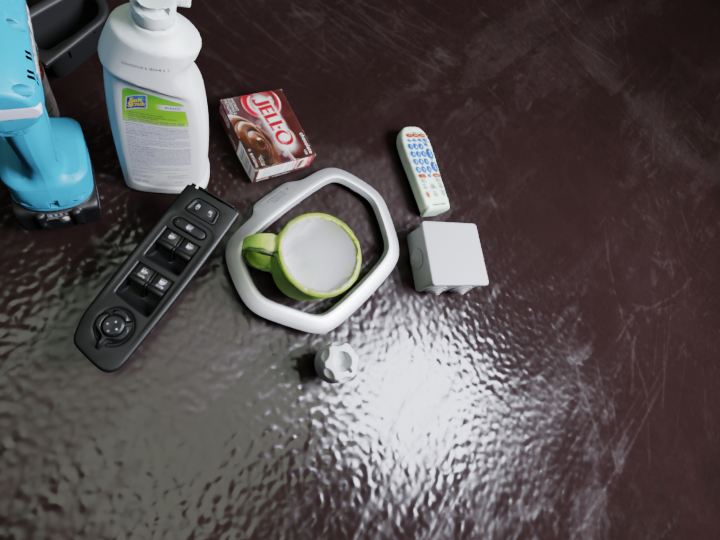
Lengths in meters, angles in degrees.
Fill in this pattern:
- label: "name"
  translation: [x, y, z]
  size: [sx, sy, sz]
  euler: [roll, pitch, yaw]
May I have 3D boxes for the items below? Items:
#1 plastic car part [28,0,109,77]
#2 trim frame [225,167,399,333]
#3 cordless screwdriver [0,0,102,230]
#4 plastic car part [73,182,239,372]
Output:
- label: "plastic car part"
  translation: [-0.341, -0.271, 0.495]
  size: [0.065, 0.072, 0.116]
  euler: [37, 62, -8]
- label: "trim frame"
  translation: [-0.052, -0.034, 0.536]
  size: [0.184, 0.028, 0.245]
  euler: [46, 62, 1]
- label: "cordless screwdriver"
  translation: [-0.287, -0.141, 0.363]
  size: [0.072, 0.252, 0.162]
  euler: [-12, 78, -27]
- label: "plastic car part"
  translation: [-0.210, 0.006, 0.439]
  size: [0.065, 0.068, 0.203]
  euler: [33, 62, -9]
